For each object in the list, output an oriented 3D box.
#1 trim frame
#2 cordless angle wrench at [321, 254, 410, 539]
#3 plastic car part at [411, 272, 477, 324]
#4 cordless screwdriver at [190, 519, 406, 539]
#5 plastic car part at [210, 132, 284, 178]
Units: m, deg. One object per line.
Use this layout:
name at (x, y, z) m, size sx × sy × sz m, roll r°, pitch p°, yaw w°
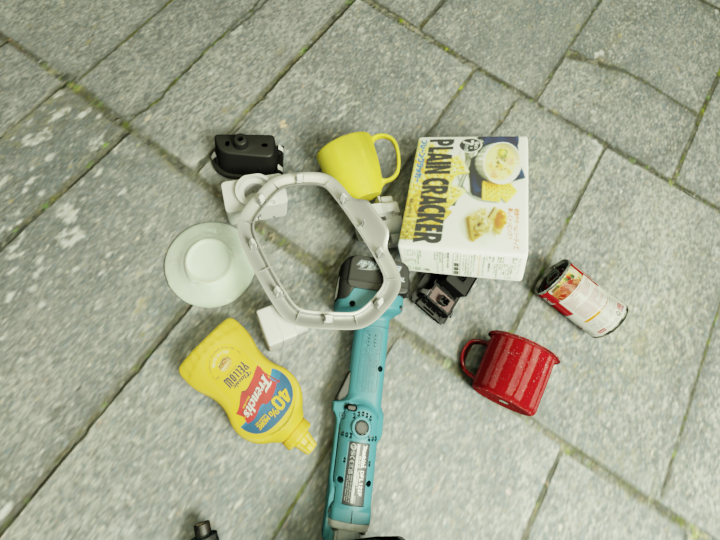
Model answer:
trim frame at (-0.054, -0.035, 0.555) m, size 0.181 × 0.027 × 0.258 m, roll -24°, pitch 65°, yaw -18°
cordless angle wrench at (-0.005, 0.194, 0.535) m, size 0.097 × 0.074 × 0.429 m, roll 8°, pitch 72°, yaw -4°
plastic car part at (0.156, -0.021, 0.628) m, size 0.066 × 0.067 × 0.202 m, roll 37°, pitch 66°, yaw -4°
cordless screwdriver at (-0.067, 0.333, 0.443) m, size 0.252 × 0.071 × 0.163 m, roll -19°, pitch 74°, yaw 11°
plastic car part at (-0.174, -0.181, 0.647) m, size 0.115 × 0.070 × 0.067 m, roll 3°, pitch 71°, yaw -10°
